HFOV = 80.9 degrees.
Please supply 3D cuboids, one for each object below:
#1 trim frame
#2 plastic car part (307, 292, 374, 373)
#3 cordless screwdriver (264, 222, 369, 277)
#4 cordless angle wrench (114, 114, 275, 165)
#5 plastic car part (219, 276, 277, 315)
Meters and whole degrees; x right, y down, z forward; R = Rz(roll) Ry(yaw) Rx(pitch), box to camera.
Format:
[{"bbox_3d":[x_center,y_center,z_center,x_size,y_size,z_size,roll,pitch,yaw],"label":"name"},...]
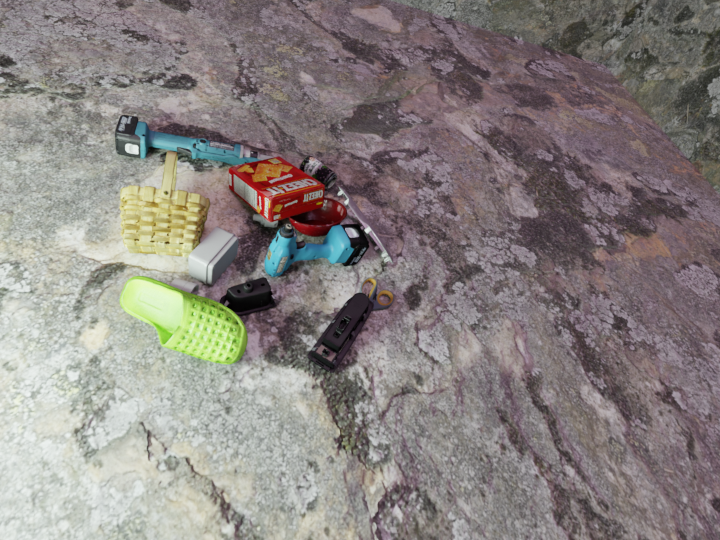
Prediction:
[{"bbox_3d":[0.010,-0.114,1.079,0.027,0.176,0.259,-32,65,1],"label":"trim frame"},{"bbox_3d":[-0.035,0.118,0.919,0.069,0.065,0.201,24,49,17],"label":"plastic car part"},{"bbox_3d":[-0.097,-0.063,0.993,0.240,0.158,0.077,-10,59,-30],"label":"cordless screwdriver"},{"bbox_3d":[-0.437,-0.333,1.162,0.411,0.074,0.101,6,51,-17],"label":"cordless angle wrench"},{"bbox_3d":[-0.238,0.050,0.908,0.112,0.070,0.069,-13,57,-32],"label":"plastic car part"}]
